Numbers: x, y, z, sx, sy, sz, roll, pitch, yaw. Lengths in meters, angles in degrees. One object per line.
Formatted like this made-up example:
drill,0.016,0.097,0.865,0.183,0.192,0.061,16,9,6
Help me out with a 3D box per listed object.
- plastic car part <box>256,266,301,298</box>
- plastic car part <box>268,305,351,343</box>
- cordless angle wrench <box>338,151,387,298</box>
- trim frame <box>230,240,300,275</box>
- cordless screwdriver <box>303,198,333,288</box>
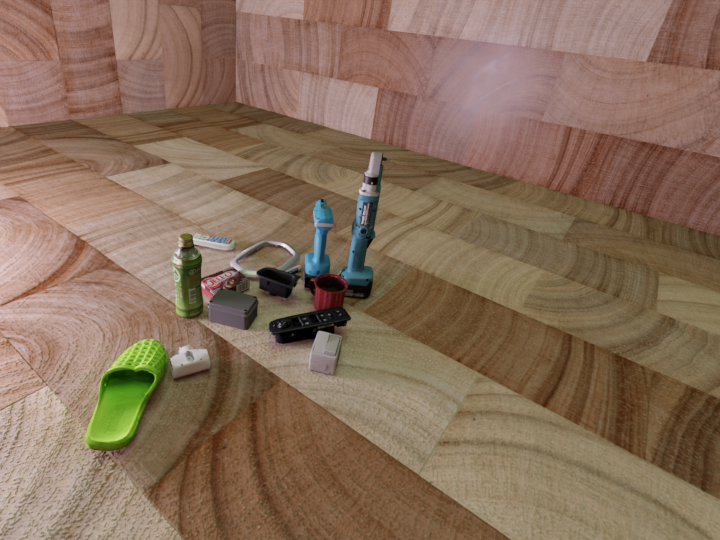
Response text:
plastic car part,-0.234,0.040,1.183,0.119,0.069,0.066,15,30,13
plastic car part,-0.129,0.138,1.043,0.197,0.065,0.070,-5,32,-20
cordless angle wrench,0.009,-0.117,1.155,0.098,0.414,0.076,8,29,-3
trim frame,-0.301,-0.039,1.346,0.190,0.027,0.246,17,32,17
cordless screwdriver,-0.121,-0.079,1.234,0.073,0.243,0.165,4,30,-10
